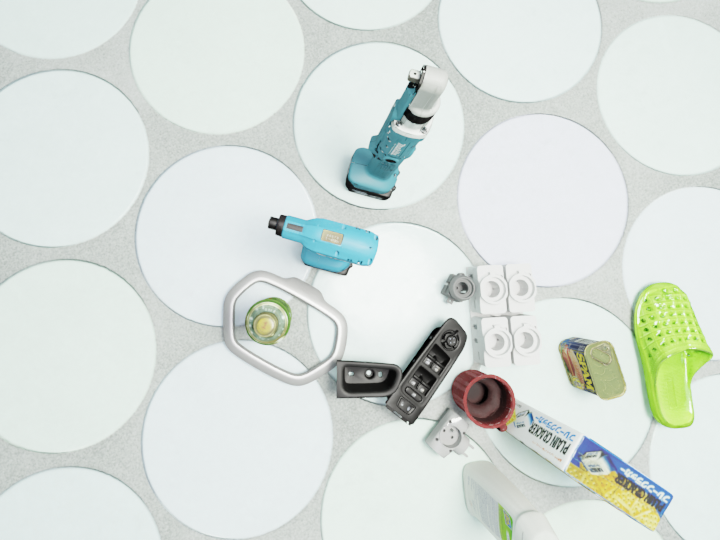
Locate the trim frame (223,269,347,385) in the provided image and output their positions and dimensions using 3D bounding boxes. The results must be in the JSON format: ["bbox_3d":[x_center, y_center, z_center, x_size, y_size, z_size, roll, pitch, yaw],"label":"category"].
[{"bbox_3d":[-0.143,0.106,0.797,0.249,0.027,0.184,28,84,0],"label":"trim frame"}]

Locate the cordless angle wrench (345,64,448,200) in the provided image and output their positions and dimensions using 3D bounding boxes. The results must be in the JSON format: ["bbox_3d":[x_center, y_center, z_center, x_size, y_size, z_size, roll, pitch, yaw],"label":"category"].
[{"bbox_3d":[0.049,-0.190,0.637,0.097,0.425,0.074,15,86,-7],"label":"cordless angle wrench"}]

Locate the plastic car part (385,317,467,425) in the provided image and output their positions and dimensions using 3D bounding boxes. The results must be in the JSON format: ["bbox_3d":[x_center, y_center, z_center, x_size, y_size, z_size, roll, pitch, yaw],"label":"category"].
[{"bbox_3d":[0.123,0.179,0.782,0.066,0.067,0.203,38,84,-2],"label":"plastic car part"}]

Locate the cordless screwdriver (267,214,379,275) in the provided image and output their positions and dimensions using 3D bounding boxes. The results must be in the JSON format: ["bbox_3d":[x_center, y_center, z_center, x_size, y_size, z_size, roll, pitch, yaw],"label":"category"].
[{"bbox_3d":[-0.069,-0.045,0.705,0.158,0.250,0.074,16,86,-5],"label":"cordless screwdriver"}]

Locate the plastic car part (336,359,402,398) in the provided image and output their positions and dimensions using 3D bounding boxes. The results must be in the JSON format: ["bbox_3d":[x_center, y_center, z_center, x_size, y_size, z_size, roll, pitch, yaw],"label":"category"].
[{"bbox_3d":[0.012,0.194,0.774,0.116,0.071,0.066,1,86,-4],"label":"plastic car part"}]
